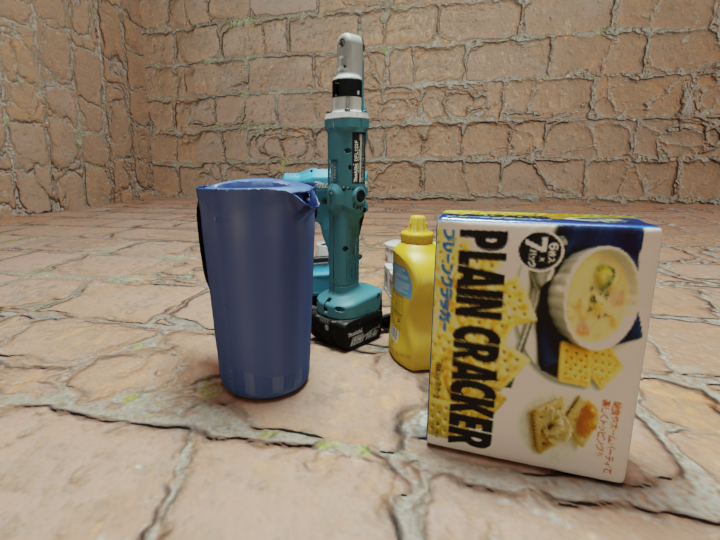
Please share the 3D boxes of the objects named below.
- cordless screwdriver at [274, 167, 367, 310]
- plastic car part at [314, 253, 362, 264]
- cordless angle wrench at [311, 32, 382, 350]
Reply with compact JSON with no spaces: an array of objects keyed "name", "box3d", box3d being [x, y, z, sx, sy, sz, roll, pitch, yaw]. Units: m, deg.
[{"name":"cordless screwdriver","box3d":[-0.069,-0.045,0.708,0.162,0.245,0.074,2,12,9]},{"name":"plastic car part","box3d":[-0.052,0.006,0.858,0.115,0.070,0.067,-2,13,-6]},{"name":"cordless angle wrench","box3d":[-0.018,-0.104,0.591,0.078,0.417,0.094,12,16,43]}]
